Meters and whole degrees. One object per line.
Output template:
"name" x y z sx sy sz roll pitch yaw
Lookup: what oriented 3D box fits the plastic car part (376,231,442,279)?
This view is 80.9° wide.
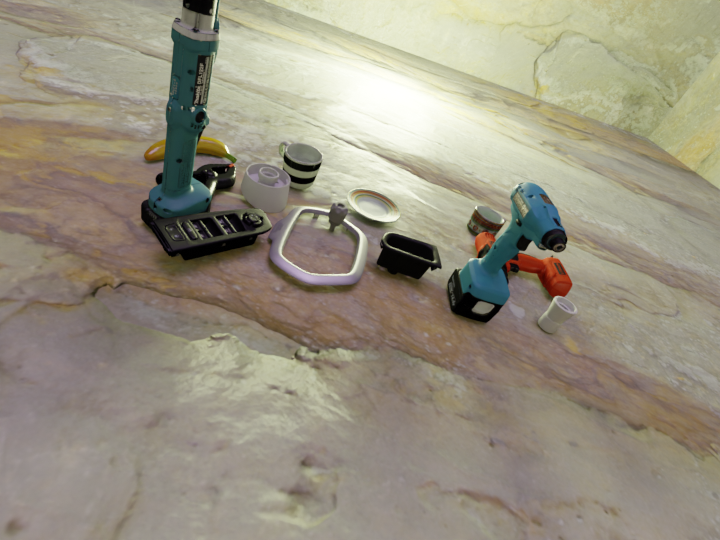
"plastic car part" 0.080 -0.021 0.787 0.115 0.070 0.068 15 37 -9

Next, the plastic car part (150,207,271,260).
"plastic car part" -0.231 -0.056 0.684 0.196 0.066 0.069 -22 56 -43

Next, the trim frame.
"trim frame" -0.077 -0.050 0.784 0.183 0.027 0.253 18 36 -4

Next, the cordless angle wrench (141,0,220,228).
"cordless angle wrench" -0.244 -0.228 0.600 0.077 0.419 0.096 37 37 15

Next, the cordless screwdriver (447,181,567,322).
"cordless screwdriver" 0.240 -0.010 0.702 0.073 0.246 0.163 17 37 -11
